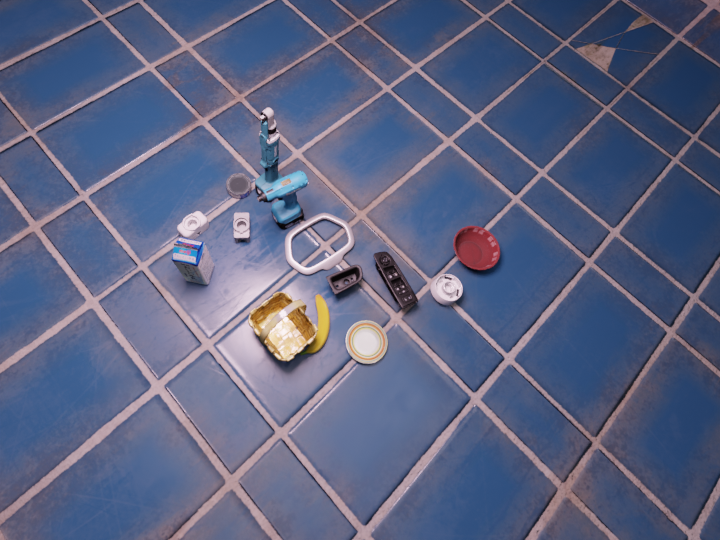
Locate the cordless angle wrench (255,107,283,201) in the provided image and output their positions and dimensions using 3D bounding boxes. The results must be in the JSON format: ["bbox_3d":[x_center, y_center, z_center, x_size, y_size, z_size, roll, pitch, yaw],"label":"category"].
[{"bbox_3d":[-0.279,-0.352,1.299,0.075,0.419,0.097,42,69,5],"label":"cordless angle wrench"}]

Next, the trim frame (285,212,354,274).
[{"bbox_3d":[-0.139,-0.091,1.418,0.245,0.027,0.189,-34,75,-17],"label":"trim frame"}]

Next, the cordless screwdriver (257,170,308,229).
[{"bbox_3d":[-0.249,-0.211,1.338,0.157,0.246,0.076,-29,78,-18],"label":"cordless screwdriver"}]

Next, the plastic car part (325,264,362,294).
[{"bbox_3d":[-0.048,0.033,1.353,0.115,0.070,0.068,-25,75,-15],"label":"plastic car part"}]

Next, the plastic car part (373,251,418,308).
[{"bbox_3d":[0.106,0.029,1.372,0.065,0.066,0.209,-23,72,-16],"label":"plastic car part"}]
